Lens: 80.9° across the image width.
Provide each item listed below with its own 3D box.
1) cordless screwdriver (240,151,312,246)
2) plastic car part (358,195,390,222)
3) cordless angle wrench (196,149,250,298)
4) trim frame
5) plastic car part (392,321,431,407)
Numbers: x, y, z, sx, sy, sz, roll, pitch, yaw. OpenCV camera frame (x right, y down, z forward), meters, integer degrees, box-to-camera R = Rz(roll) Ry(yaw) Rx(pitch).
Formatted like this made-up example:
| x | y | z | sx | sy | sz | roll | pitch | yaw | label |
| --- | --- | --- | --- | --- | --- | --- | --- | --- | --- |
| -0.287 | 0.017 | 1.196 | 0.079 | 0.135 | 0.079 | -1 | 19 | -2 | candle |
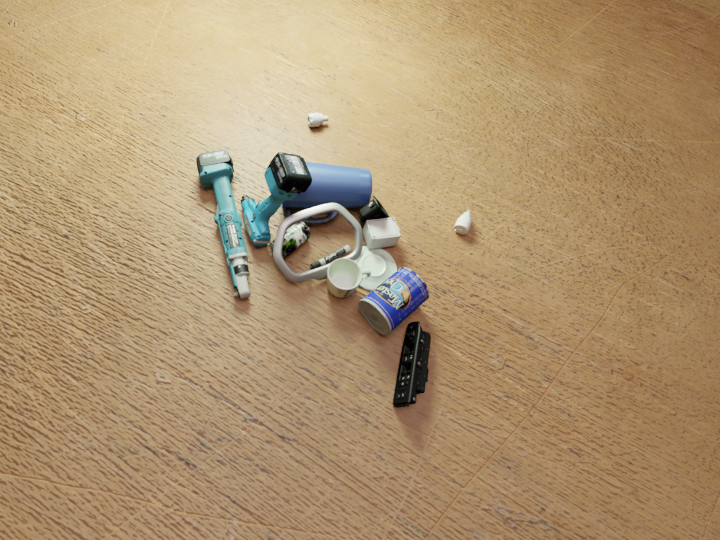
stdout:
| x | y | z | sx | sy | sz | roll | pitch | yaw | label |
| --- | --- | --- | --- | --- | --- | --- | --- | --- | --- |
| -0.229 | -0.194 | 1.062 | 0.071 | 0.251 | 0.166 | 1 | 53 | -42 | cordless screwdriver |
| 0.031 | -0.154 | 1.142 | 0.072 | 0.111 | 0.068 | -34 | 72 | 14 | plastic car part |
| -0.344 | -0.124 | 1.103 | 0.096 | 0.073 | 0.437 | -14 | 67 | -14 | cordless angle wrench |
| -0.105 | -0.068 | 1.071 | 0.243 | 0.028 | 0.182 | -22 | 97 | -21 | trim frame |
| 0.127 | 0.214 | 0.975 | 0.066 | 0.066 | 0.207 | 16 | 61 | -12 | plastic car part |
